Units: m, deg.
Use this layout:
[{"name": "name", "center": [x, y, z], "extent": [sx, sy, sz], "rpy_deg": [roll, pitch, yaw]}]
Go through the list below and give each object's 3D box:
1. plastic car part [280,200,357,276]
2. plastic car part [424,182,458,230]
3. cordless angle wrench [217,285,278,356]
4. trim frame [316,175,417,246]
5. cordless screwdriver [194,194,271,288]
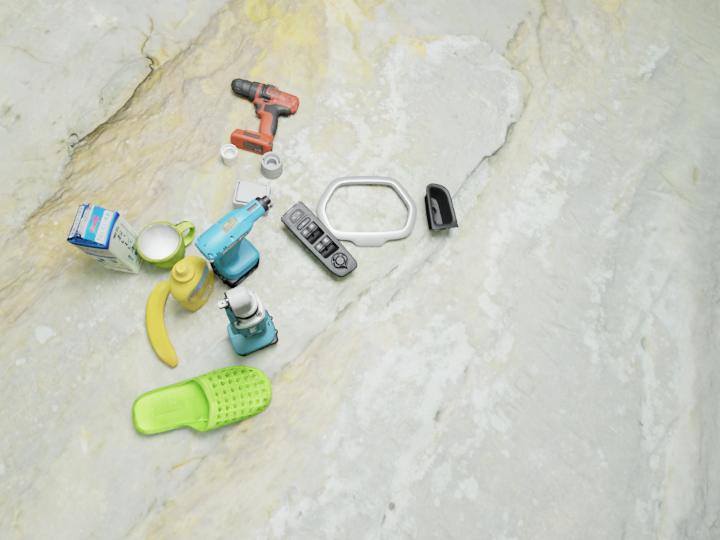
[{"name": "plastic car part", "center": [-0.095, -0.062, 0.976], "extent": [0.066, 0.066, 0.207], "rpy_deg": [-42, 81, -18]}, {"name": "plastic car part", "center": [0.185, -0.147, 1.032], "extent": [0.065, 0.070, 0.119], "rpy_deg": [-5, 73, -10]}, {"name": "cordless angle wrench", "center": [-0.193, 0.086, 0.730], "extent": [0.096, 0.421, 0.076], "rpy_deg": [-21, 80, -16]}, {"name": "trim frame", "center": [0.016, -0.148, 1.038], "extent": [0.246, 0.027, 0.188], "rpy_deg": [-2, 72, -6]}, {"name": "cordless screwdriver", "center": [-0.245, -0.057, 0.864], "extent": [0.075, 0.247, 0.158], "rpy_deg": [45, 72, 4]}]
